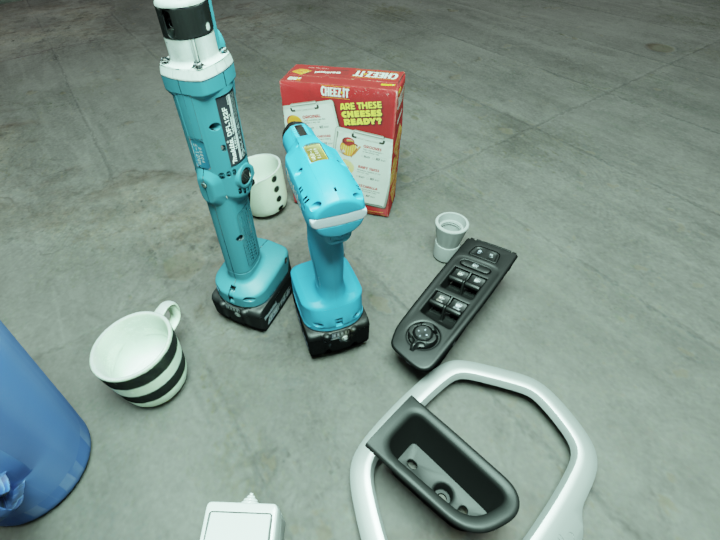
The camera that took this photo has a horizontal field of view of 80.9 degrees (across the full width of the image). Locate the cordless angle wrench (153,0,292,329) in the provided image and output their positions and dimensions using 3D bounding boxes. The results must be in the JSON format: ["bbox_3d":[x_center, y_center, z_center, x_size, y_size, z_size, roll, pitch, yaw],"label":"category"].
[{"bbox_3d":[-0.135,-0.100,0.422,0.077,0.409,0.098,18,48,16],"label":"cordless angle wrench"}]

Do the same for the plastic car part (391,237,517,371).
[{"bbox_3d":[0.107,0.044,0.504,0.069,0.065,0.200,29,54,26],"label":"plastic car part"}]

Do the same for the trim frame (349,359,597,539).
[{"bbox_3d":[0.104,0.188,0.392,0.244,0.026,0.194,-36,54,-27],"label":"trim frame"}]

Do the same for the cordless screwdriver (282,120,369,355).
[{"bbox_3d":[-0.045,-0.030,0.465,0.073,0.240,0.167,-14,47,-14],"label":"cordless screwdriver"}]

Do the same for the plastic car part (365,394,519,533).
[{"bbox_3d":[0.069,0.183,0.371,0.065,0.068,0.123,-36,54,-29],"label":"plastic car part"}]
